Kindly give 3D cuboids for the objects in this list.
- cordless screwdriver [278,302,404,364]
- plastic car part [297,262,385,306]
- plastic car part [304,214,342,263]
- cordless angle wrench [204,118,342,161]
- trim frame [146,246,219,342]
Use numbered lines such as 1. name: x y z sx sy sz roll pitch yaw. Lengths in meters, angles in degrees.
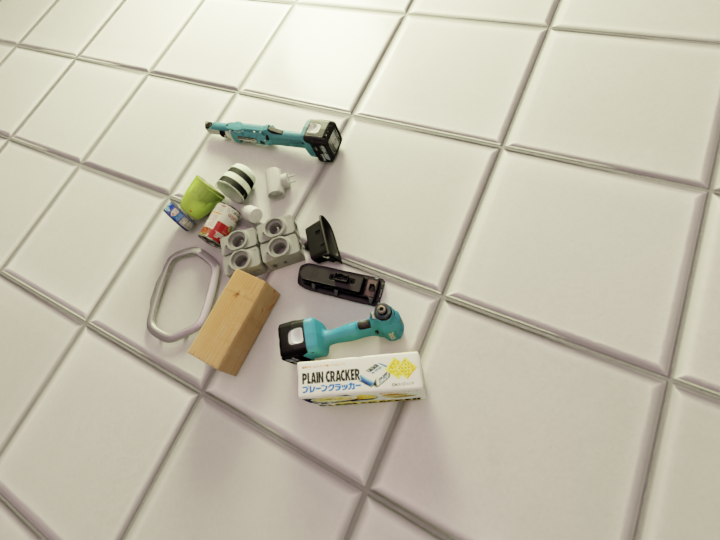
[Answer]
1. cordless screwdriver: -0.043 0.119 0.836 0.252 0.152 0.076 -13 65 10
2. plastic car part: -0.054 0.024 0.938 0.211 0.064 0.067 11 77 22
3. plastic car part: -0.097 -0.063 0.992 0.072 0.062 0.121 -29 59 16
4. cordless angle wrench: -0.259 -0.374 1.165 0.441 0.093 0.075 14 71 25
5. trim frame: -0.441 0.055 1.047 0.189 0.026 0.252 1 68 15
